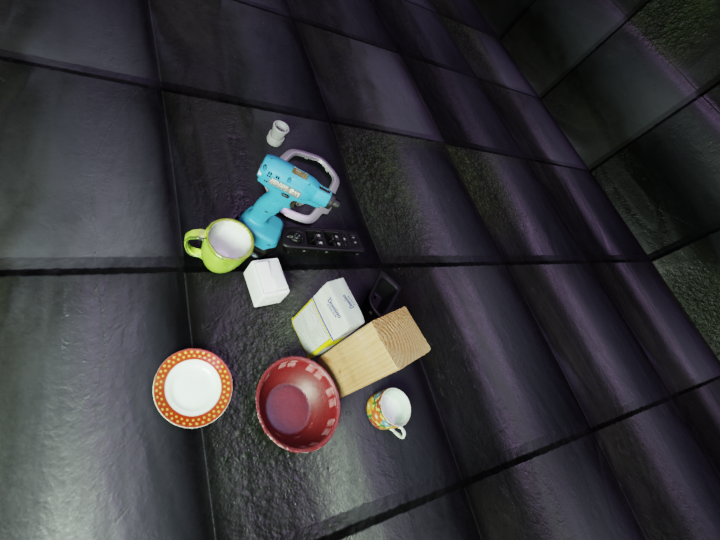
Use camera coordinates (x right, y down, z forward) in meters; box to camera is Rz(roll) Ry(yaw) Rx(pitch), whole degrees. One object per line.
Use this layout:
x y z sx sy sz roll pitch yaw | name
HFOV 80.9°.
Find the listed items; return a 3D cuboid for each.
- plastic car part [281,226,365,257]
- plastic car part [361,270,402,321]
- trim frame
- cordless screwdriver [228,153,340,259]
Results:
-0.095 -0.062 0.969 0.194 0.068 0.068 4 59 -30 | plastic car part
0.035 0.069 0.956 0.065 0.072 0.116 39 47 -6 | plastic car part
-0.144 -0.218 1.076 0.182 0.028 0.250 33 47 -8 | trim frame
-0.159 -0.108 0.836 0.155 0.251 0.076 28 50 -17 | cordless screwdriver
